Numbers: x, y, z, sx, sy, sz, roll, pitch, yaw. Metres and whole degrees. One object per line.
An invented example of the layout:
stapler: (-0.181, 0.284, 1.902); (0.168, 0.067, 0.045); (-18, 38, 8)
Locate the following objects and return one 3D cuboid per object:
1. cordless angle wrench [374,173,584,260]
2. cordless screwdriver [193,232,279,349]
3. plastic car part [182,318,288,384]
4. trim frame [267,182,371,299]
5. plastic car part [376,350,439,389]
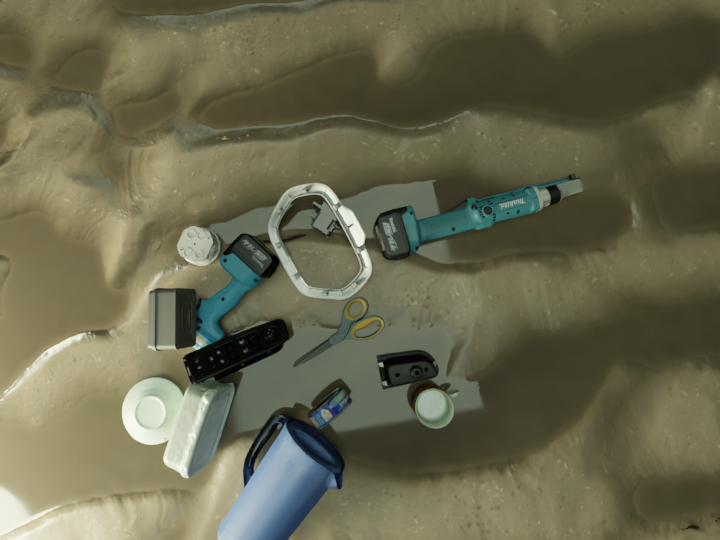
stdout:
cordless angle wrench: (0.243, -0.117, 0.847); (0.422, 0.074, 0.099); (-15, 84, -1)
cordless screwdriver: (-0.290, 0.032, 0.856); (0.161, 0.073, 0.249); (37, 90, 6)
plastic car part: (-0.230, 0.161, 0.816); (0.199, 0.064, 0.070); (-25, 45, -17)
trim frame: (-0.083, -0.054, 0.845); (0.187, 0.027, 0.248); (-27, 90, 15)
plastic car part: (0.095, 0.192, 0.812); (0.117, 0.070, 0.066); (-11, 86, 4)
